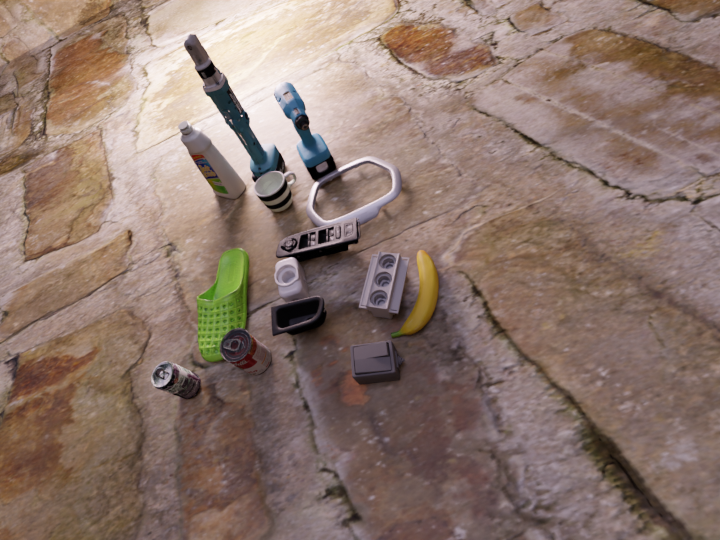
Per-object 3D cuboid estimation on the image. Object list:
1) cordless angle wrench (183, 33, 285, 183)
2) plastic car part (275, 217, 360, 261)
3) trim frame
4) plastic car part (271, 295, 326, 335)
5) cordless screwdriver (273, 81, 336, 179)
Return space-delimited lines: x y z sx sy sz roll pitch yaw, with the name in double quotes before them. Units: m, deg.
"cordless angle wrench" -0.295 -0.364 1.011 0.076 0.403 0.100 -4 60 14
"plastic car part" -0.094 -0.062 0.964 0.207 0.064 0.068 -10 58 14
"trim frame" -0.019 -0.190 1.036 0.250 0.026 0.192 -25 55 5
"plastic car part" -0.119 0.101 0.874 0.118 0.067 0.068 -15 57 10
"cordless screwdriver" -0.126 -0.319 1.023 0.074 0.237 0.167 -28 56 0
